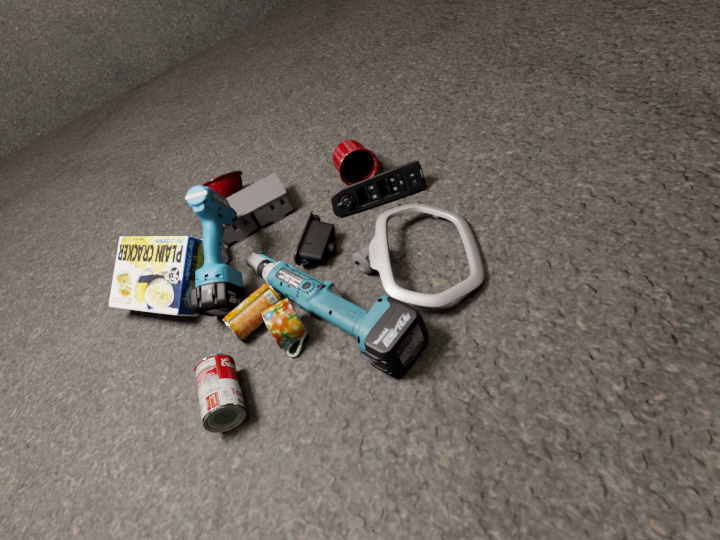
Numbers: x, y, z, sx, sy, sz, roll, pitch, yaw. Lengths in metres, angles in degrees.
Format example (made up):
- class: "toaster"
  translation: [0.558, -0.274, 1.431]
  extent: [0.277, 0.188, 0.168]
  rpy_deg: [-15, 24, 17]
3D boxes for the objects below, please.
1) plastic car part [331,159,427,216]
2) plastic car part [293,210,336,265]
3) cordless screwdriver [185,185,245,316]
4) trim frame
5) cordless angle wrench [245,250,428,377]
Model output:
- class: "plastic car part"
  translation: [0.030, -0.178, 0.905]
  extent: [0.204, 0.063, 0.069]
  rpy_deg: [-21, 34, 6]
- class: "plastic car part"
  translation: [-0.083, -0.054, 0.852]
  extent: [0.073, 0.063, 0.118]
  rpy_deg: [6, 54, 12]
- class: "cordless screwdriver"
  translation: [-0.282, -0.036, 0.853]
  extent: [0.075, 0.154, 0.253]
  rpy_deg: [-13, 76, 9]
- class: "trim frame"
  translation: [0.108, -0.035, 0.733]
  extent: [0.185, 0.026, 0.257]
  rpy_deg: [-5, 48, 2]
- class: "cordless angle wrench"
  translation: [-0.082, 0.043, 0.750]
  extent: [0.448, 0.071, 0.097]
  rpy_deg: [23, 62, 42]
